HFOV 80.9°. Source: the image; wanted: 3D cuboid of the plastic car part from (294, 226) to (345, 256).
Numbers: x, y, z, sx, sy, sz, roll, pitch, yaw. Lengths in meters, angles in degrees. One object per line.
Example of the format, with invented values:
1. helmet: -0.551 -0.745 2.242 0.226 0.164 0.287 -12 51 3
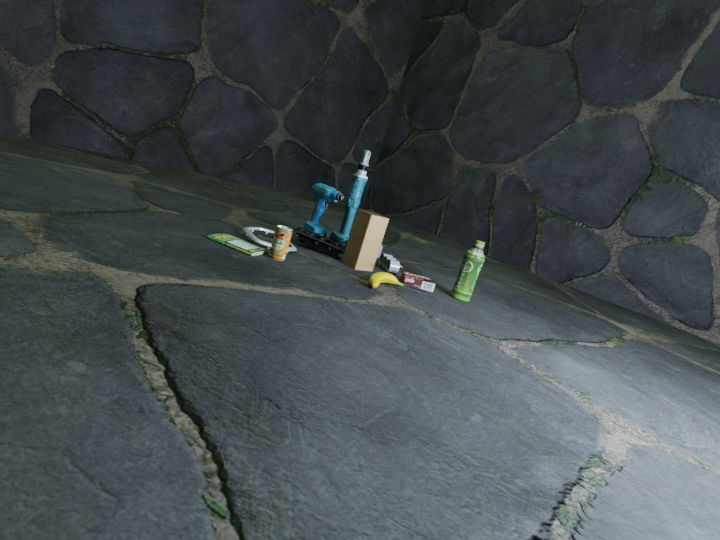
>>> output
1. plastic car part: -0.158 -0.103 1.617 0.206 0.066 0.066 18 12 7

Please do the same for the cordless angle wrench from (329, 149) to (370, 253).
1. cordless angle wrench: -0.032 -0.277 1.706 0.071 0.420 0.103 10 13 -32

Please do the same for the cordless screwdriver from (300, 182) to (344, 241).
1. cordless screwdriver: -0.153 -0.214 1.682 0.070 0.247 0.168 5 17 -47

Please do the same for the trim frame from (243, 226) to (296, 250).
1. trim frame: -0.329 -0.114 1.541 0.175 0.027 0.262 7 16 -34
